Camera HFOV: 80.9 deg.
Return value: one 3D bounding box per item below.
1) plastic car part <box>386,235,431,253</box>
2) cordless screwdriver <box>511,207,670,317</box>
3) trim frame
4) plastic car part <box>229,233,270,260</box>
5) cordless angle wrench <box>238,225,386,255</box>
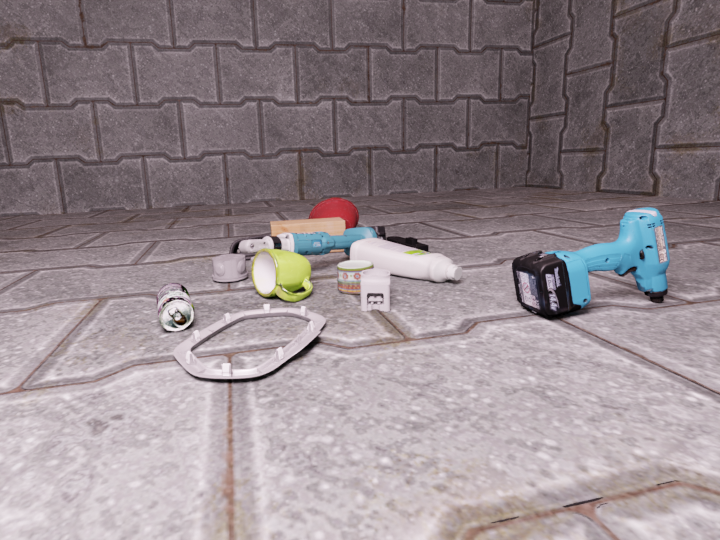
[{"bbox_3d":[0.116,-0.051,1.059,0.064,0.066,0.212,-15,16,-22],"label":"plastic car part"},{"bbox_3d":[0.382,0.011,0.681,0.247,0.156,0.076,-20,12,-7],"label":"cordless screwdriver"},{"bbox_3d":[-0.151,0.093,0.611,0.191,0.027,0.243,5,14,21],"label":"trim frame"},{"bbox_3d":[-0.306,-0.059,1.165,0.114,0.066,0.072,-10,0,-17],"label":"plastic car part"},{"bbox_3d":[-0.095,-0.062,0.972,0.103,0.074,0.404,-2,3,41],"label":"cordless angle wrench"}]
